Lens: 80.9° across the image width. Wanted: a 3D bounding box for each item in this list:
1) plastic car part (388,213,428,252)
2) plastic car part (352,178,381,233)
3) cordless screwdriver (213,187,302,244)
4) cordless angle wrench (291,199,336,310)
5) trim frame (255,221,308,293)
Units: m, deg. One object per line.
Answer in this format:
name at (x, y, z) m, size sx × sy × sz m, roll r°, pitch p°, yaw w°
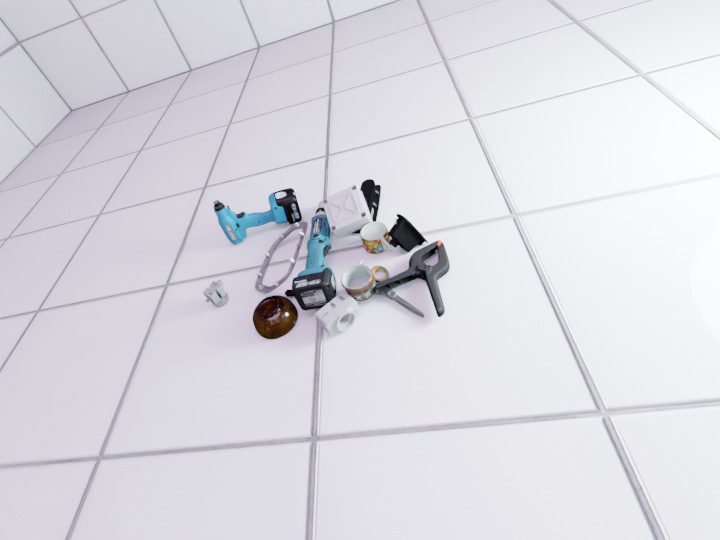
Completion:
plastic car part at (0.105, -0.086, 1.054) m, size 0.071 × 0.110 × 0.070 m, roll -53°, pitch 47°, yaw 3°
plastic car part at (0.014, -0.196, 1.225) m, size 0.068 × 0.064 × 0.206 m, roll -9°, pitch 43°, yaw 24°
cordless screwdriver at (-0.311, -0.181, 1.281) m, size 0.249 × 0.152 × 0.078 m, roll -20°, pitch 43°, yaw 1°
cordless angle wrench at (-0.112, -0.073, 1.145) m, size 0.099 × 0.071 × 0.435 m, roll -13°, pitch 38°, yaw 10°
trim frame at (-0.215, -0.040, 1.152) m, size 0.190 × 0.026 × 0.252 m, roll -22°, pitch 38°, yaw 36°
